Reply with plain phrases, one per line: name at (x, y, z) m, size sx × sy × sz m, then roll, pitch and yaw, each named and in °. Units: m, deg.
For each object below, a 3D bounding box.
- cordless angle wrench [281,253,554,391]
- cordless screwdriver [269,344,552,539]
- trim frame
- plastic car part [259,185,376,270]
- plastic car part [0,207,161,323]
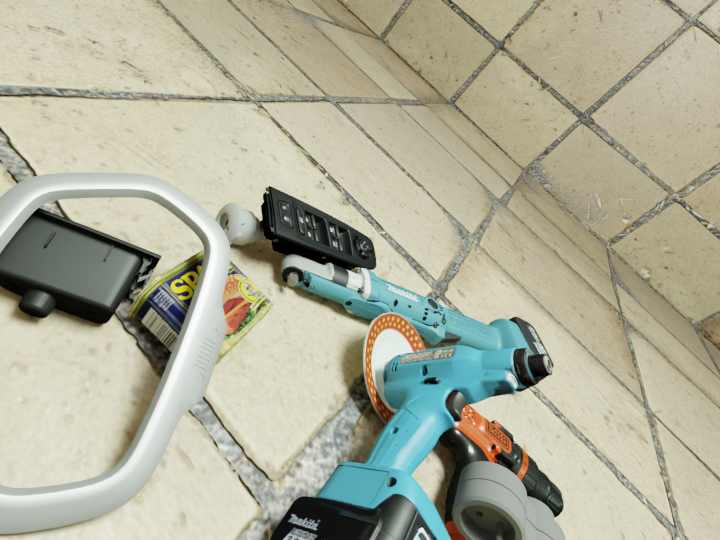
cordless angle wrench at (0.082, 0.063, 0.573) m, size 0.406 × 0.075 × 0.101 m, roll 23°, pitch 36°, yaw -23°
cordless screwdriver at (0.054, 0.144, 0.330) m, size 0.073 × 0.164 × 0.245 m, roll 60°, pitch 38°, yaw -13°
trim frame at (-0.184, 0.034, 0.292) m, size 0.178 × 0.028 × 0.253 m, roll 22°, pitch 57°, yaw -19°
plastic car part at (-0.053, -0.035, 0.540) m, size 0.192 × 0.068 × 0.069 m, roll 16°, pitch 44°, yaw -43°
plastic car part at (-0.229, 0.004, 0.330) m, size 0.112 × 0.067 × 0.073 m, roll 23°, pitch 51°, yaw -24°
